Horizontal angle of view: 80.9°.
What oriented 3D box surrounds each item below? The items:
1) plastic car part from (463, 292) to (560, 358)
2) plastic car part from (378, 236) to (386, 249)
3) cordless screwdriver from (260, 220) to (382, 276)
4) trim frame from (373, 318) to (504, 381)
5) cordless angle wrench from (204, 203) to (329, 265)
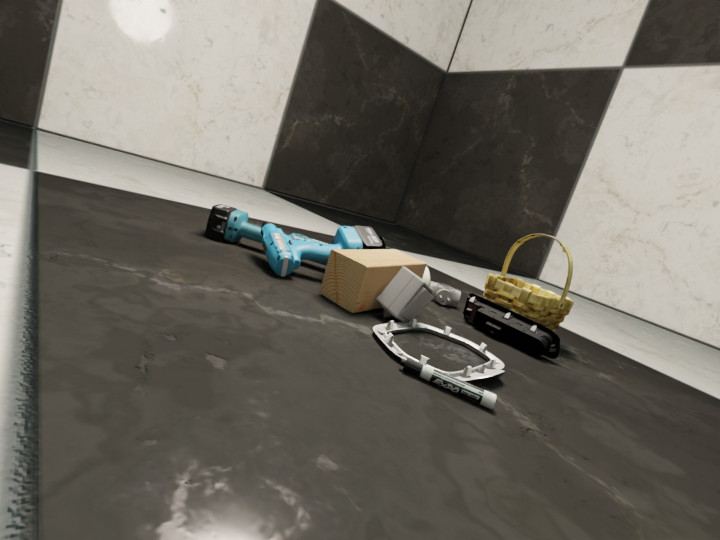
[{"bbox_3d":[0.303,0.118,0.875,0.214,0.065,0.064,25,21,34],"label":"plastic car part"},{"bbox_3d":[0.023,-0.025,1.054,0.069,0.114,0.069,-12,19,-23],"label":"plastic car part"},{"bbox_3d":[-0.089,-0.058,0.913,0.240,0.073,0.168,-3,37,-24],"label":"cordless screwdriver"},{"bbox_3d":[0.129,0.121,0.668,0.195,0.027,0.236,27,12,38],"label":"trim frame"},{"bbox_3d":[-0.148,-0.059,0.997,0.422,0.074,0.099,17,10,-1],"label":"cordless angle wrench"}]
